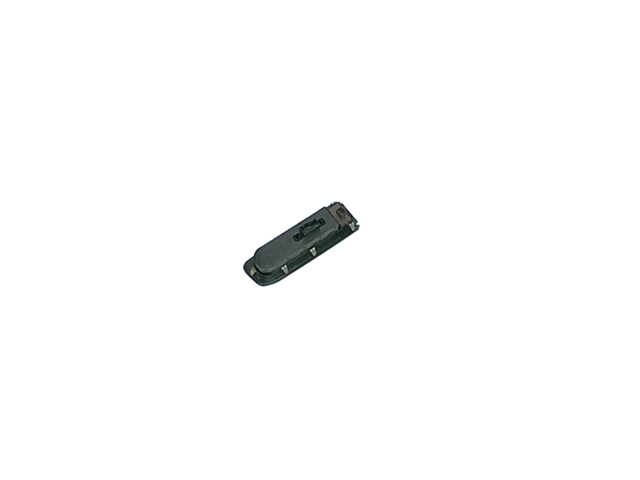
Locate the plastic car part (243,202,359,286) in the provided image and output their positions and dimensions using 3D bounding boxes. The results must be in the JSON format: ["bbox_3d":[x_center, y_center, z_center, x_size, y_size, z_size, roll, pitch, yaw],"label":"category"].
[{"bbox_3d":[-0.030,0.003,0.686,0.202,0.066,0.067,-34,-12,-12],"label":"plastic car part"}]
